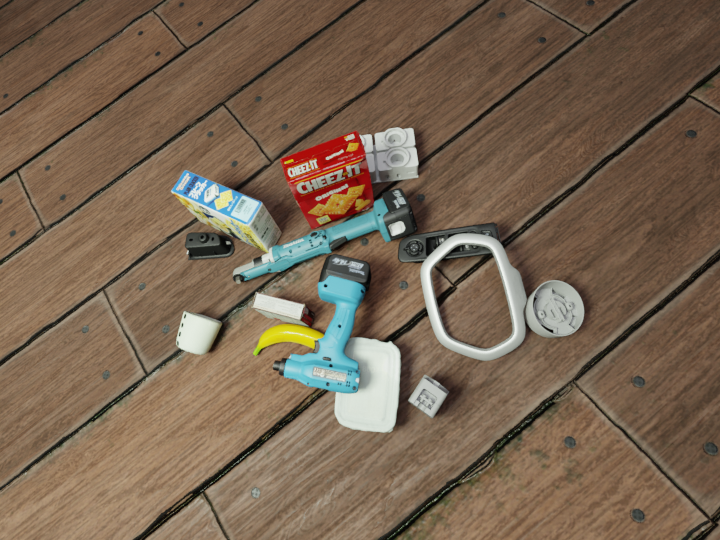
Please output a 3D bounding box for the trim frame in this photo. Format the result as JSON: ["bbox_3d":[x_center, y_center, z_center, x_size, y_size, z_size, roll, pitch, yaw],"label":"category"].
[{"bbox_3d":[0.220,0.050,0.822,0.188,0.026,0.251,-15,82,17],"label":"trim frame"}]

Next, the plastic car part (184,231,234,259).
[{"bbox_3d":[-0.367,-0.066,1.003,0.119,0.068,0.067,-2,71,13],"label":"plastic car part"}]

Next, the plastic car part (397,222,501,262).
[{"bbox_3d":[0.180,-0.050,0.883,0.207,0.064,0.067,-6,76,13],"label":"plastic car part"}]

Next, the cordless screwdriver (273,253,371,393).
[{"bbox_3d":[-0.066,0.094,0.805,0.161,0.072,0.252,8,69,4],"label":"cordless screwdriver"}]

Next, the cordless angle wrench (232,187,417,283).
[{"bbox_3d":[-0.092,-0.060,0.938,0.427,0.071,0.102,-20,39,8],"label":"cordless angle wrench"}]
